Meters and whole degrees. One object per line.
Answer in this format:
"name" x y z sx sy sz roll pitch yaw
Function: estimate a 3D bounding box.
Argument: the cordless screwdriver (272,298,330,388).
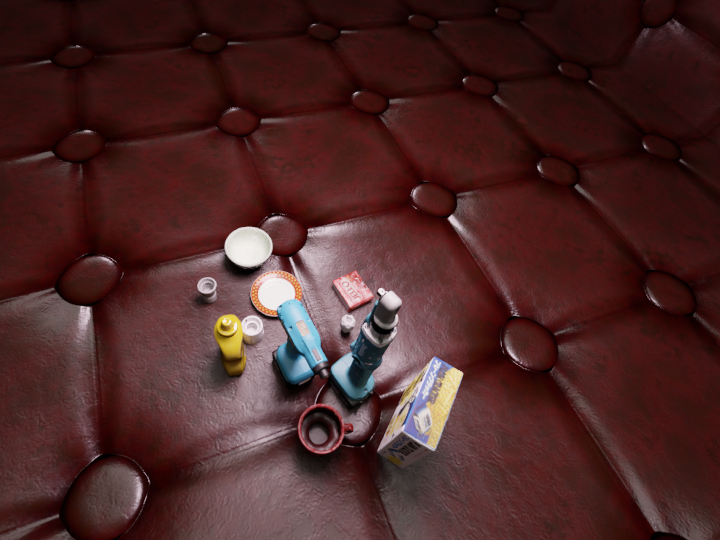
"cordless screwdriver" -0.120 0.179 0.864 0.073 0.244 0.166 -22 63 -23

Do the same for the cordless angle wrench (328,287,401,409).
"cordless angle wrench" 0.012 0.153 0.792 0.073 0.415 0.102 -32 69 -28
